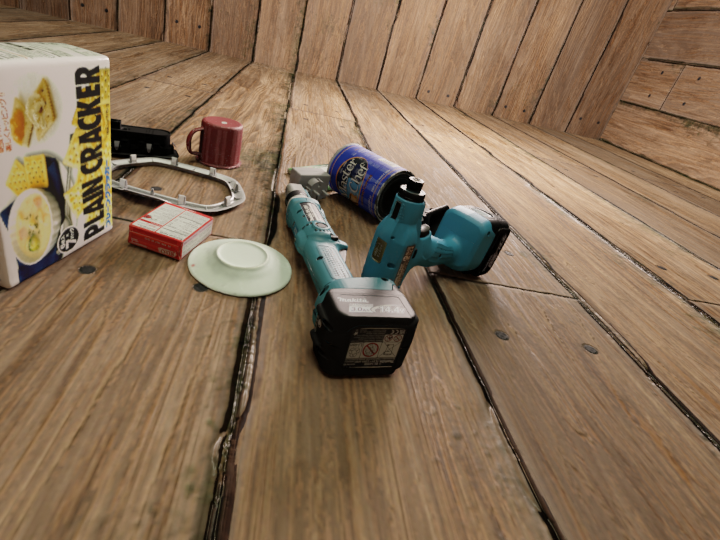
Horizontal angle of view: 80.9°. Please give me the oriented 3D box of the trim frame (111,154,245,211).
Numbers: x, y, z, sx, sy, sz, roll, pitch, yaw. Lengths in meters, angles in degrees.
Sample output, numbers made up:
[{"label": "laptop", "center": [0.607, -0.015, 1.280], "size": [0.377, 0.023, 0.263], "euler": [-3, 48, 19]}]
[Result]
[{"label": "trim frame", "center": [-0.312, -0.150, 0.705], "size": [0.250, 0.027, 0.186], "euler": [17, 30, 2]}]

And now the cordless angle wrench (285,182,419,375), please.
[{"label": "cordless angle wrench", "center": [-0.056, -0.037, 0.577], "size": [0.095, 0.073, 0.443], "euler": [3, 29, -22]}]

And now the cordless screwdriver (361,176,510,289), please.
[{"label": "cordless screwdriver", "center": [0.114, -0.053, 0.585], "size": [0.238, 0.157, 0.079], "euler": [-10, 38, -41]}]

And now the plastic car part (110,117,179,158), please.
[{"label": "plastic car part", "center": [-0.442, -0.245, 0.786], "size": [0.196, 0.066, 0.069], "euler": [5, 23, -21]}]

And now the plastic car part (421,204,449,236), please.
[{"label": "plastic car part", "center": [0.107, -0.085, 0.746], "size": [0.074, 0.065, 0.113], "euler": [12, 22, 25]}]
